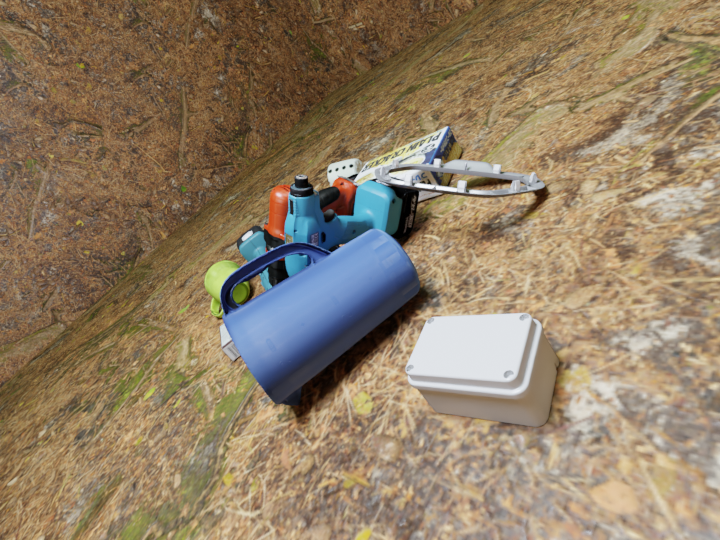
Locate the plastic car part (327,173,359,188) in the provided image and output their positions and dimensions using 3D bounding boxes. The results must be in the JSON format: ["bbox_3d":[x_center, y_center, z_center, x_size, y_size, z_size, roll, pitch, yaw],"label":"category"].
[{"bbox_3d":[-0.025,-0.174,0.992,0.118,0.062,0.074,-26,41,16],"label":"plastic car part"}]

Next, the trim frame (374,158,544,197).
[{"bbox_3d":[0.138,-0.143,0.631,0.261,0.027,0.179,13,26,31],"label":"trim frame"}]

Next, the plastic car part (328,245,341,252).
[{"bbox_3d":[-0.086,-0.056,0.875,0.067,0.064,0.211,-60,23,13],"label":"plastic car part"}]

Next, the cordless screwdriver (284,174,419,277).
[{"bbox_3d":[-0.013,-0.093,0.649,0.242,0.155,0.079,-27,42,-37],"label":"cordless screwdriver"}]

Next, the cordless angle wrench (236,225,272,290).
[{"bbox_3d":[-0.174,0.014,0.847,0.074,0.094,0.443,-39,30,-4],"label":"cordless angle wrench"}]
